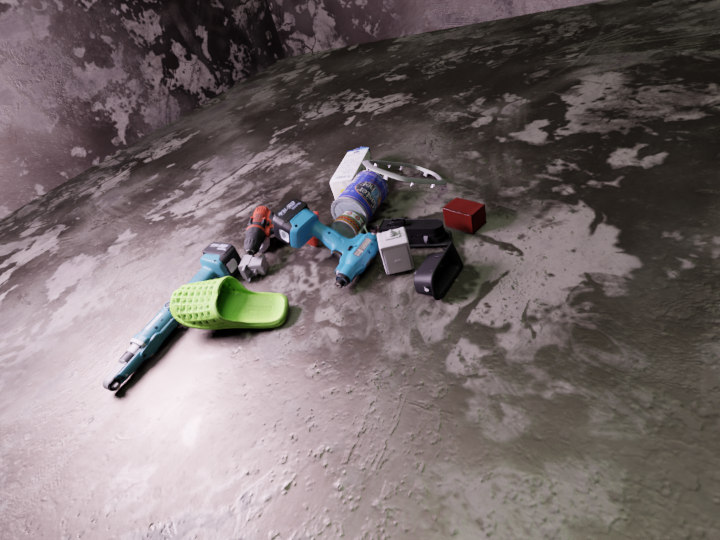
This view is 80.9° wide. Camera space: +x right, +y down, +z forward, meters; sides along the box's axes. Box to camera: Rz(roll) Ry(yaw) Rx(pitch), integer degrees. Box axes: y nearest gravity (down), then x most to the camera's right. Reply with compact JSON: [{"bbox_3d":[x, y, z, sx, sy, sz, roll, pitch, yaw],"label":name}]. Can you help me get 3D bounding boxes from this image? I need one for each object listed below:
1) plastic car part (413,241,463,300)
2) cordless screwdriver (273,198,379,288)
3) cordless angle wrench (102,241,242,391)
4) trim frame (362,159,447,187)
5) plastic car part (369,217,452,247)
[{"bbox_3d":[0.145,0.004,0.850,0.074,0.063,0.115,1,42,50],"label":"plastic car part"},{"bbox_3d":[-0.096,-0.063,0.980,0.258,0.072,0.158,26,54,19],"label":"cordless screwdriver"},{"bbox_3d":[-0.435,0.097,0.991,0.102,0.071,0.423,5,46,29],"label":"cordless angle wrench"},{"bbox_3d":[0.119,-0.261,1.132,0.238,0.027,0.195,-6,33,-34],"label":"trim frame"},{"bbox_3d":[0.111,-0.092,0.982,0.212,0.065,0.066,6,35,27],"label":"plastic car part"}]
